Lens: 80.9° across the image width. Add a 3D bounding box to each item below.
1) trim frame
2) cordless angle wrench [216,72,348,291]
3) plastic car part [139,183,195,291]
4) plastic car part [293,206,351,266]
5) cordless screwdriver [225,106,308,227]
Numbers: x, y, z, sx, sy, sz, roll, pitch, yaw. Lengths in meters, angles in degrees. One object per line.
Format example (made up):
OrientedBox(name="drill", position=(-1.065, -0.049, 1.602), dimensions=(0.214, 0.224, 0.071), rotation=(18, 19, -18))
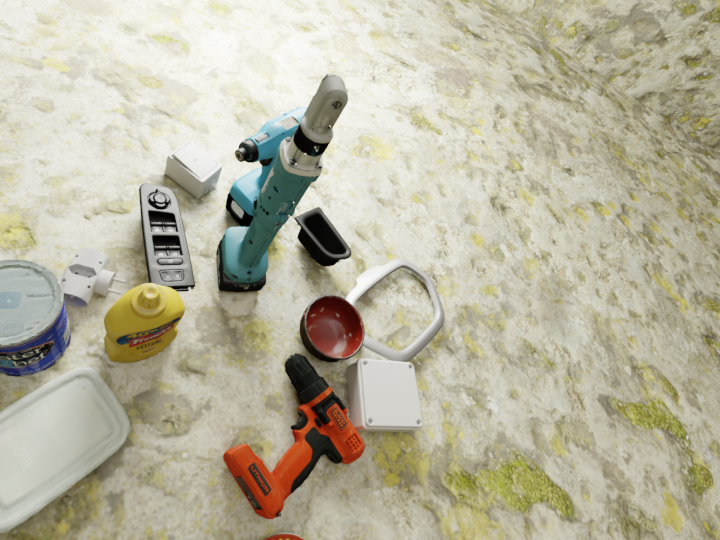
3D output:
OrientedBox(name="trim frame", position=(0.070, 0.070, 0.829), dimensions=(0.243, 0.028, 0.187), rotation=(-35, 80, -37))
OrientedBox(name="cordless angle wrench", position=(-0.119, -0.089, 0.579), dimensions=(0.071, 0.427, 0.101), rotation=(3, 63, -29))
OrientedBox(name="plastic car part", position=(-0.319, -0.050, 0.683), dimensions=(0.064, 0.067, 0.209), rotation=(-5, 64, -31))
OrientedBox(name="plastic car part", position=(-0.078, -0.051, 0.801), dimensions=(0.064, 0.071, 0.119), rotation=(-28, 78, -37))
OrientedBox(name="cordless screwdriver", position=(-0.169, -0.157, 0.707), dimensions=(0.075, 0.251, 0.157), rotation=(47, 51, 0))
